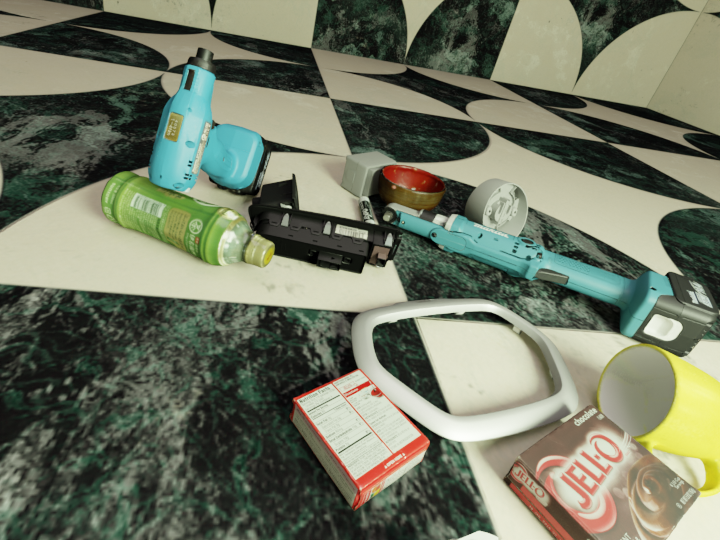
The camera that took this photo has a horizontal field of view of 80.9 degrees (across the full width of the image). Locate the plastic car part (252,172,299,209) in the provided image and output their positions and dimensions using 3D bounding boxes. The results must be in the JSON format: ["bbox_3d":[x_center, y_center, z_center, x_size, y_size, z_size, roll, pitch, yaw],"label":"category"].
[{"bbox_3d":[-0.124,-0.098,0.625,0.070,0.064,0.121,-8,33,-7],"label":"plastic car part"}]

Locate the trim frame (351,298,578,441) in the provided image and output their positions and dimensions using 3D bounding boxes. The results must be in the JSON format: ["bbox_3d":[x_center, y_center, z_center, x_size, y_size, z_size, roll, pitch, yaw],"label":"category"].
[{"bbox_3d":[0.107,0.087,0.441,0.240,0.027,0.194,-6,39,-24],"label":"trim frame"}]

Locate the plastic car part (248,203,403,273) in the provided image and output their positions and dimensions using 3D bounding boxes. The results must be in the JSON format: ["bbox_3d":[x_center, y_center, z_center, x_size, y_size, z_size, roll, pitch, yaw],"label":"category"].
[{"bbox_3d":[-0.054,-0.035,0.553,0.204,0.065,0.068,15,59,3],"label":"plastic car part"}]

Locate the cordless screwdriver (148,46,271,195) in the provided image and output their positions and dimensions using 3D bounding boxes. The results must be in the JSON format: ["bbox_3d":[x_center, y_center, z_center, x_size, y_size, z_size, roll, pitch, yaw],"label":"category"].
[{"bbox_3d":[-0.189,-0.182,0.574,0.075,0.158,0.247,18,8,2],"label":"cordless screwdriver"}]

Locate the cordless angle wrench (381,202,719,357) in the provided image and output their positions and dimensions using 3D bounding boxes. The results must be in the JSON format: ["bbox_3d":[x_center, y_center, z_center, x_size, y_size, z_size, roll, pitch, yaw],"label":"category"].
[{"bbox_3d":[0.228,-0.017,0.600,0.439,0.073,0.096,23,34,20],"label":"cordless angle wrench"}]
